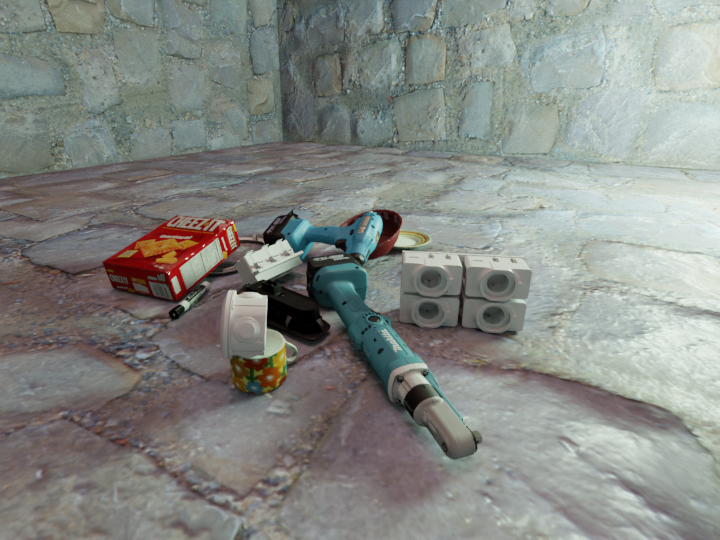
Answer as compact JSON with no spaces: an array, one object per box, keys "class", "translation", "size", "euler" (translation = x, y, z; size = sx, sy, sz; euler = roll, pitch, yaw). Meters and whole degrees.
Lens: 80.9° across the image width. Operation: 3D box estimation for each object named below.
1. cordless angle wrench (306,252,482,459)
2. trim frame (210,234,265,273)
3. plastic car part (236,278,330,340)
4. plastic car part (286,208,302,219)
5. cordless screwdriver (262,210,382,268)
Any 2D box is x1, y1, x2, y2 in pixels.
[{"class":"cordless angle wrench","translation":[0.019,0.090,0.593],"size":[0.095,0.072,0.444],"euler":[-9,26,-19]},{"class":"trim frame","translation":[-0.303,-0.041,0.971],"size":[0.194,0.027,0.241],"euler":[14,29,34]},{"class":"plastic car part","translation":[-0.131,0.055,0.694],"size":[0.214,0.066,0.064],"euler":[21,22,37]},{"class":"plastic car part","translation":[-0.170,-0.102,1.078],"size":[0.072,0.065,0.117],"euler":[16,27,3]},{"class":"cordless screwdriver","translation":[-0.087,-0.057,0.887],"size":[0.258,0.071,0.160],"euler":[-1,39,23]}]
